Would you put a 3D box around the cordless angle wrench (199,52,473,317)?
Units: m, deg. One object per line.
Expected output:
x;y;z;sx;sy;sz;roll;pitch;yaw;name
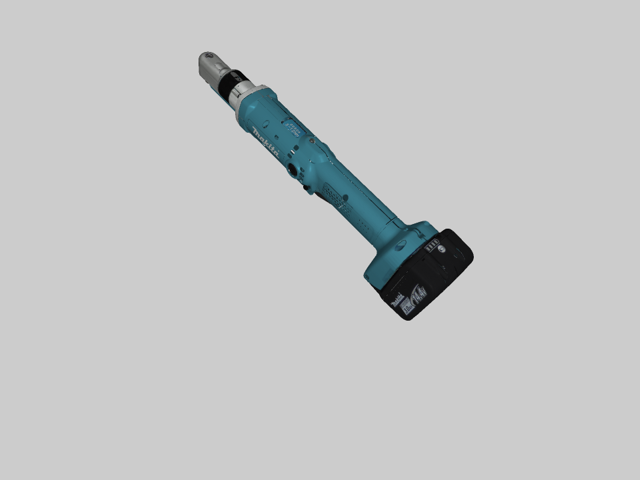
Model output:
-0.013;-0.092;0.504;0.074;0.422;0.098;-35;-17;-29;cordless angle wrench
